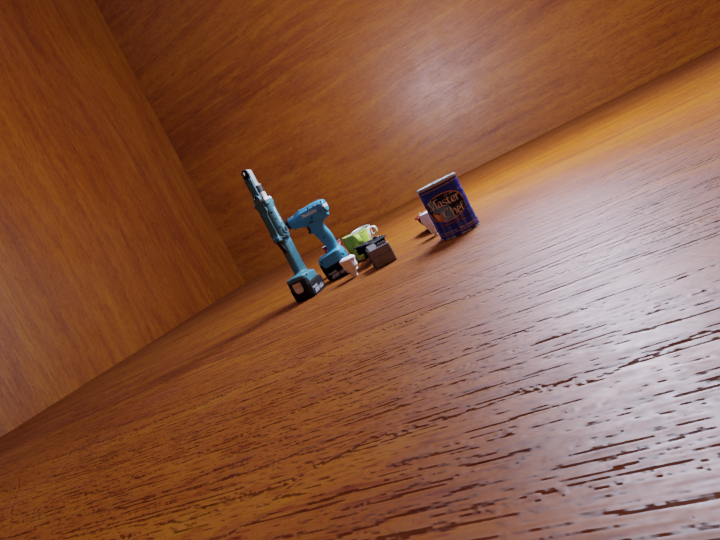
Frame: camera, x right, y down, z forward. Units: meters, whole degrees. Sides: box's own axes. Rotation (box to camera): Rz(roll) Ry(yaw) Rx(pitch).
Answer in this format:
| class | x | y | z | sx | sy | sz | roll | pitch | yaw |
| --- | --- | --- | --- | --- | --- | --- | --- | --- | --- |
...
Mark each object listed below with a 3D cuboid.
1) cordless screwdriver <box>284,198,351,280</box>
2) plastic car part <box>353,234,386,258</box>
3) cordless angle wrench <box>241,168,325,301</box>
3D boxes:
| class | x | y | z | sx | sy | sz | roll | pitch | yaw |
| --- | --- | --- | --- | --- | --- | --- | --- | --- | --- |
| cordless screwdriver | -0.132 | -0.086 | 1.346 | 0.162 | 0.247 | 0.073 | -26 | 3 | 19 |
| plastic car part | 0.046 | -0.075 | 1.336 | 0.068 | 0.066 | 0.200 | -25 | 8 | 22 |
| cordless angle wrench | -0.244 | -0.112 | 1.265 | 0.076 | 0.421 | 0.096 | -26 | 3 | 27 |
